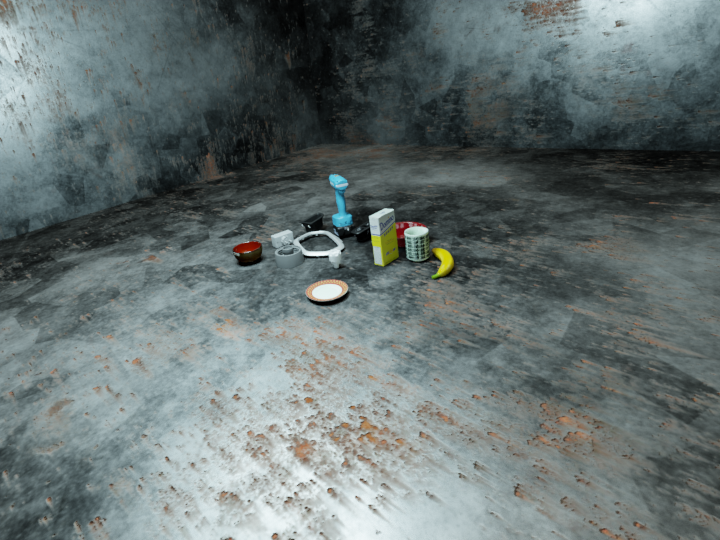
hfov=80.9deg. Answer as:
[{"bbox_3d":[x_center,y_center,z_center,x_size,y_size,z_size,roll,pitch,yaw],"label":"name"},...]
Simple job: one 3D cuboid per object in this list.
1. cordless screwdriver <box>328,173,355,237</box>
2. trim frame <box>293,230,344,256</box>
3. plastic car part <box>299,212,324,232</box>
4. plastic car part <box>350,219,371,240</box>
[{"bbox_3d":[-0.085,-0.269,1.727,0.073,0.242,0.166,-12,24,-14],"label":"cordless screwdriver"},{"bbox_3d":[-0.163,-0.106,1.664,0.180,0.027,0.261,-17,27,-17],"label":"trim frame"},{"bbox_3d":[-0.196,-0.196,1.810,0.069,0.069,0.114,11,31,36],"label":"plastic car part"},{"bbox_3d":[0.043,-0.170,1.687,0.197,0.065,0.070,-28,31,-35],"label":"plastic car part"}]
